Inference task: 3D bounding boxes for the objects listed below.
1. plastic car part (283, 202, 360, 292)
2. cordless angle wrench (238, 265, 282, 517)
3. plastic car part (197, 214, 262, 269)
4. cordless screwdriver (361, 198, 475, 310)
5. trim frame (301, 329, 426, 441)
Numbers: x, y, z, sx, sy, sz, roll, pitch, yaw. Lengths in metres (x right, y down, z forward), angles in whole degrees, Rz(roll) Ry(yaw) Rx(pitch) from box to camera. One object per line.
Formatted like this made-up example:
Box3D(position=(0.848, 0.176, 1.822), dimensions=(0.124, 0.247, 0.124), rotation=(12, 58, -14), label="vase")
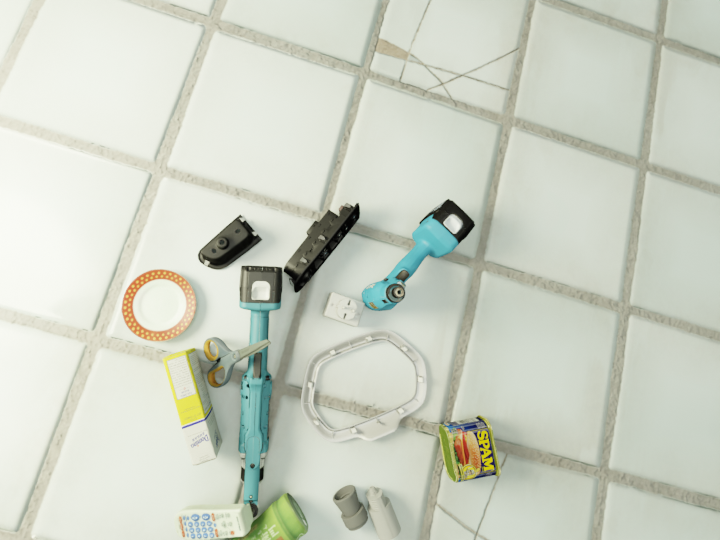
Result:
Box3D(position=(-0.079, -0.051, 0.803), dimensions=(0.068, 0.065, 0.203), rotation=(32, 78, 6), label="plastic car part")
Box3D(position=(-0.182, 0.204, 0.740), dimensions=(0.073, 0.099, 0.425), rotation=(2, 85, -11), label="cordless angle wrench")
Box3D(position=(-0.245, -0.051, 0.777), dimensions=(0.115, 0.071, 0.066), rotation=(-42, 90, -15), label="plastic car part")
Box3D(position=(0.108, -0.025, 0.774), dimensions=(0.074, 0.160, 0.247), rotation=(45, 76, -4), label="cordless screwdriver")
Box3D(position=(0.009, 0.216, 0.789), dimensions=(0.245, 0.028, 0.186), rotation=(-18, 84, -12), label="trim frame")
